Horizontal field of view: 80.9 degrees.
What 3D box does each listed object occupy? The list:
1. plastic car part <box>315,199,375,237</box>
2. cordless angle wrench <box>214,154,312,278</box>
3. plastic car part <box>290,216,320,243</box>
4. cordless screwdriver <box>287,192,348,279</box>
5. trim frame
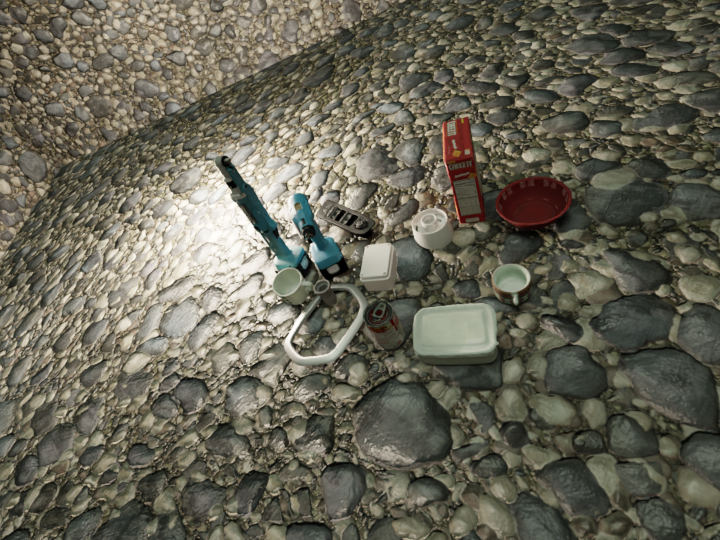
[{"bbox_3d":[-0.039,-0.141,1.235,0.215,0.063,0.066,26,66,41],"label":"plastic car part"},{"bbox_3d":[-0.254,-0.128,1.094,0.102,0.401,0.075,4,52,30],"label":"cordless angle wrench"},{"bbox_3d":[-0.160,-0.125,1.282,0.066,0.067,0.123,-33,44,-3],"label":"plastic car part"},{"bbox_3d":[-0.106,-0.069,1.081,0.075,0.236,0.167,-27,43,2],"label":"cordless screwdriver"},{"bbox_3d":[-0.084,0.129,1.044,0.194,0.026,0.248,14,59,37],"label":"trim frame"}]
